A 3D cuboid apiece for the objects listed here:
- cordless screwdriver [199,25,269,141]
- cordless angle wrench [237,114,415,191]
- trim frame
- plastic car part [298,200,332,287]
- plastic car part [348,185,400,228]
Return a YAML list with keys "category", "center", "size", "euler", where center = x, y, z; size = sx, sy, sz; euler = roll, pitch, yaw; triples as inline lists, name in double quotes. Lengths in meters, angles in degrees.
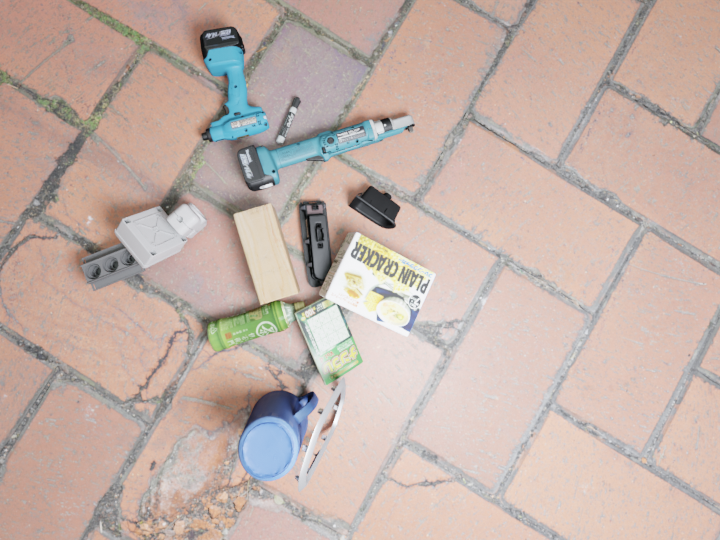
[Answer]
- category: "cordless screwdriver"
  center: [-0.323, -0.430, 0.996]
  size: [0.159, 0.075, 0.248]
  euler: [-16, 90, -3]
- category: "cordless angle wrench"
  center: [-0.074, -0.294, 0.993]
  size: [0.420, 0.074, 0.098]
  euler: [-19, 88, -5]
- category: "trim frame"
  center: [-0.076, 0.326, 0.862]
  size: [0.028, 0.246, 0.181]
  euler: [15, 113, 10]
- category: "plastic car part"
  center: [-0.096, -0.063, 0.977]
  size: [0.064, 0.069, 0.203]
  euler: [-5, 90, -23]
- category: "plastic car part"
  center: [0.042, -0.154, 0.991]
  size: [0.116, 0.066, 0.071]
  euler: [31, 72, -4]
